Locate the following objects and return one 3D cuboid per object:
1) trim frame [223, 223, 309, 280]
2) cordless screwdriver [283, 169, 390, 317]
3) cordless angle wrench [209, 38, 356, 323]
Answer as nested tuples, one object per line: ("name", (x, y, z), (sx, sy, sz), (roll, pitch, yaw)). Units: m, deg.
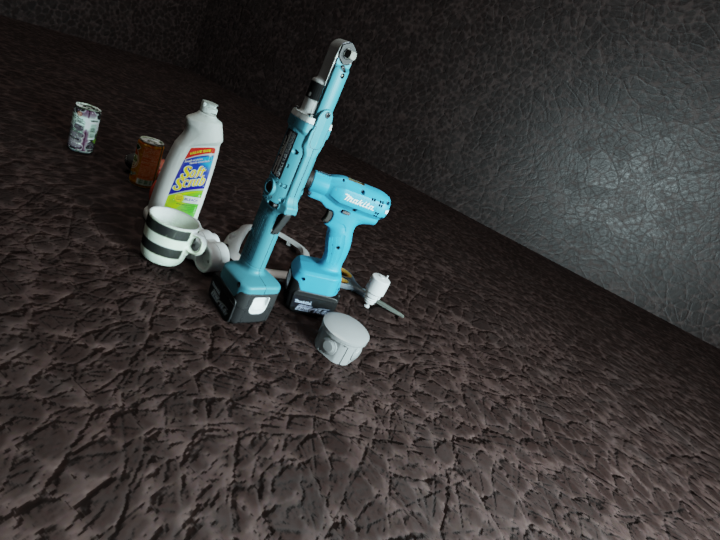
("trim frame", (-0.192, -0.041, 0.885), (0.181, 0.027, 0.255), (20, 22, -12))
("cordless screwdriver", (-0.071, -0.046, 0.725), (0.154, 0.247, 0.077), (20, 22, -17))
("cordless angle wrench", (-0.109, -0.114, 0.605), (0.070, 0.421, 0.103), (5, 30, -45))
